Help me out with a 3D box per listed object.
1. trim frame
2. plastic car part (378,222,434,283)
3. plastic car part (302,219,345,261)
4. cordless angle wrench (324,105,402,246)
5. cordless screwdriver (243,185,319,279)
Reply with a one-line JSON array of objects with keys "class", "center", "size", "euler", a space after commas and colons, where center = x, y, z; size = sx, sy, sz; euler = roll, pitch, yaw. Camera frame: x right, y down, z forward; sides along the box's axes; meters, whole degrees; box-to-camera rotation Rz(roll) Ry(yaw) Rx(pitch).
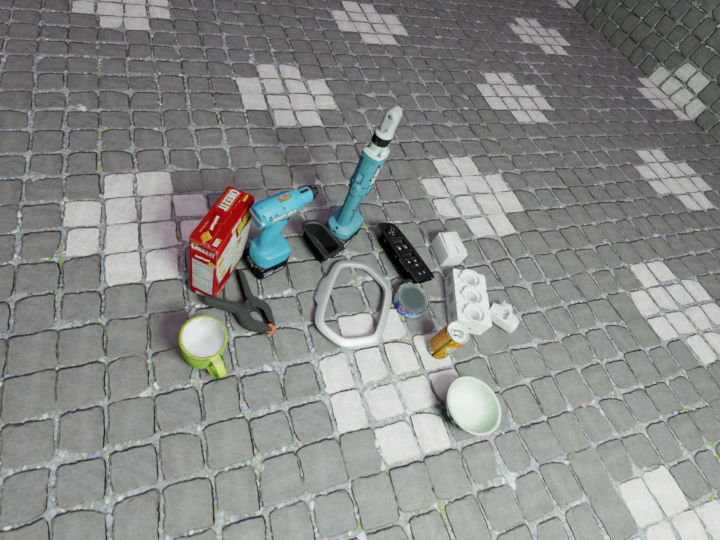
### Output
[{"class": "trim frame", "center": [-0.018, 0.075, 1.027], "size": [0.184, 0.027, 0.252], "euler": [19, 53, -2]}, {"class": "plastic car part", "center": [0.109, -0.043, 1.120], "size": [0.064, 0.066, 0.211], "euler": [-16, 62, -26]}, {"class": "plastic car part", "center": [-0.105, -0.069, 1.076], "size": [0.064, 0.070, 0.120], "euler": [-29, 69, -32]}, {"class": "cordless angle wrench", "center": [0.003, -0.202, 0.981], "size": [0.076, 0.420, 0.097], "euler": [41, 54, 8]}, {"class": "cordless screwdriver", "center": [-0.182, -0.090, 0.960], "size": [0.155, 0.247, 0.077], "euler": [-30, 73, -32]}]
